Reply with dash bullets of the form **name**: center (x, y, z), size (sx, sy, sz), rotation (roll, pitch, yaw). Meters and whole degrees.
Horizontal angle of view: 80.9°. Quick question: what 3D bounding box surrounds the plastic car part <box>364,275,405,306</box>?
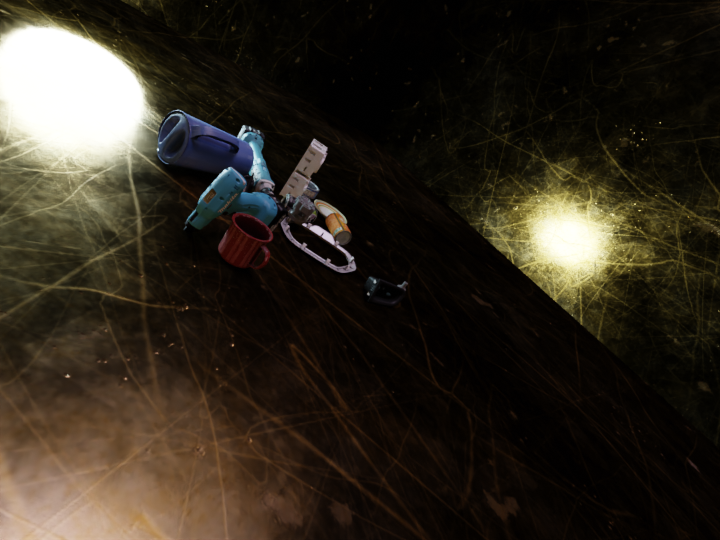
- **plastic car part**: center (0.055, 0.050, 1.121), size (0.110, 0.066, 0.075), rotation (19, 14, -44)

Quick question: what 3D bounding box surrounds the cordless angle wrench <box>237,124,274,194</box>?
- **cordless angle wrench**: center (-0.307, -0.301, 1.268), size (0.071, 0.098, 0.444), rotation (16, 32, -35)

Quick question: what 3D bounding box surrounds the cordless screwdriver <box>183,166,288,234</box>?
- **cordless screwdriver**: center (-0.270, -0.126, 0.932), size (0.077, 0.160, 0.240), rotation (47, 8, 14)

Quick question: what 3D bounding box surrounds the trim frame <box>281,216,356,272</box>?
- **trim frame**: center (-0.114, -0.074, 1.164), size (0.246, 0.027, 0.186), rotation (31, 21, -6)

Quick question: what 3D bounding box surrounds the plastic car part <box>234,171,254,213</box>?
- **plastic car part**: center (-0.316, -0.208, 1.108), size (0.067, 0.065, 0.208), rotation (6, 28, -5)
